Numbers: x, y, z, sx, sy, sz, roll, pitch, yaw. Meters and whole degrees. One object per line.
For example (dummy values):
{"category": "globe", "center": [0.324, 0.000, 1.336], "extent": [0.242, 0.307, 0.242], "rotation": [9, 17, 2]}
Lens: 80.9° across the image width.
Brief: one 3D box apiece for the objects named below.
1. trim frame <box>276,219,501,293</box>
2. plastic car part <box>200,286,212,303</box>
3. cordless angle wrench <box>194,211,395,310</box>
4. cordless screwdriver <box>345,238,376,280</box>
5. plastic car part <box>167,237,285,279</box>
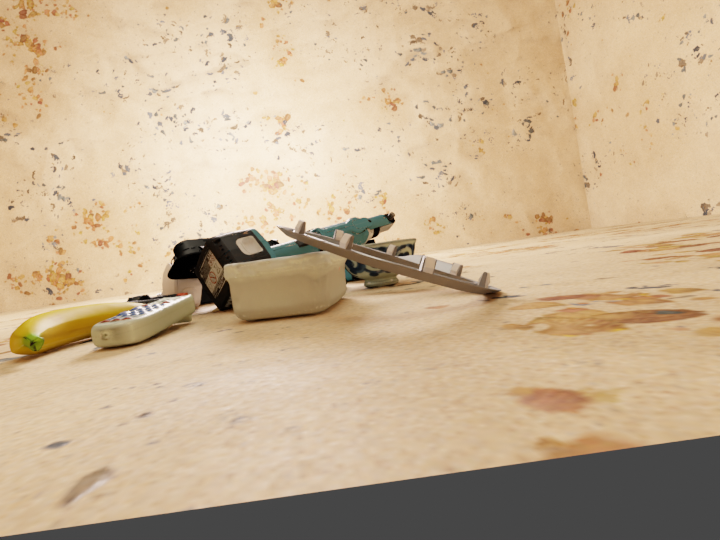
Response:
{"category": "trim frame", "center": [0.020, -0.019, 0.435], "extent": [0.174, 0.027, 0.262], "rotation": [13, 4, -39]}
{"category": "plastic car part", "center": [-0.297, 0.029, 0.793], "extent": [0.112, 0.071, 0.068], "rotation": [-5, -3, -29]}
{"category": "cordless angle wrench", "center": [-0.070, -0.046, 0.714], "extent": [0.408, 0.077, 0.098], "rotation": [-22, -25, -47]}
{"category": "cordless screwdriver", "center": [-0.086, -0.003, 0.841], "extent": [0.249, 0.074, 0.159], "rotation": [-12, 3, 0]}
{"category": "plastic car part", "center": [-0.226, -0.030, 0.713], "extent": [0.195, 0.069, 0.067], "rotation": [-14, -26, -41]}
